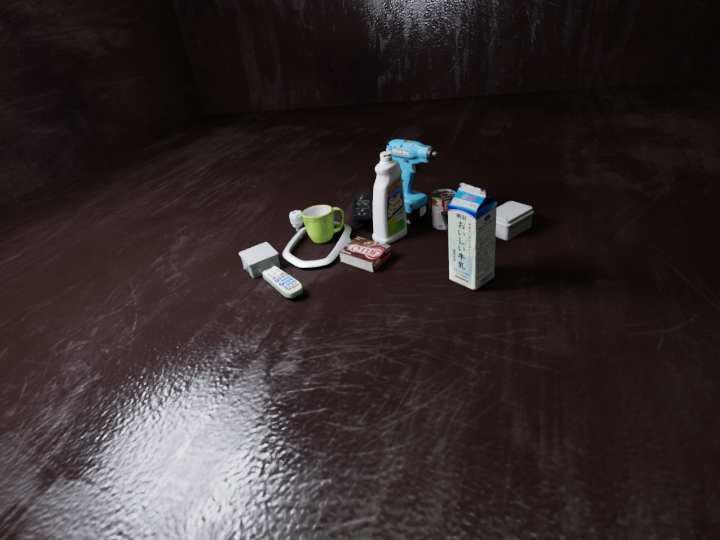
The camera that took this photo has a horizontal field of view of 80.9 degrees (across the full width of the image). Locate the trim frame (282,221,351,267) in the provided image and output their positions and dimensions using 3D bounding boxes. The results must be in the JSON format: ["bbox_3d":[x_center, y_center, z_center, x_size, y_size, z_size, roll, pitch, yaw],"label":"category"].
[{"bbox_3d":[-0.121,-0.079,1.234,0.190,0.026,0.249,3,35,20],"label":"trim frame"}]

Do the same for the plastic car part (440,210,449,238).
[{"bbox_3d":[0.255,-0.109,1.136,0.067,0.068,0.118,-3,32,9],"label":"plastic car part"}]

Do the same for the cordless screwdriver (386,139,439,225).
[{"bbox_3d":[0.158,-0.251,1.223,0.072,0.240,0.168,-30,37,-33],"label":"cordless screwdriver"}]

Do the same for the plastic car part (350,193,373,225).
[{"bbox_3d":[0.008,-0.187,1.330,0.067,0.065,0.208,-6,33,5],"label":"plastic car part"}]
